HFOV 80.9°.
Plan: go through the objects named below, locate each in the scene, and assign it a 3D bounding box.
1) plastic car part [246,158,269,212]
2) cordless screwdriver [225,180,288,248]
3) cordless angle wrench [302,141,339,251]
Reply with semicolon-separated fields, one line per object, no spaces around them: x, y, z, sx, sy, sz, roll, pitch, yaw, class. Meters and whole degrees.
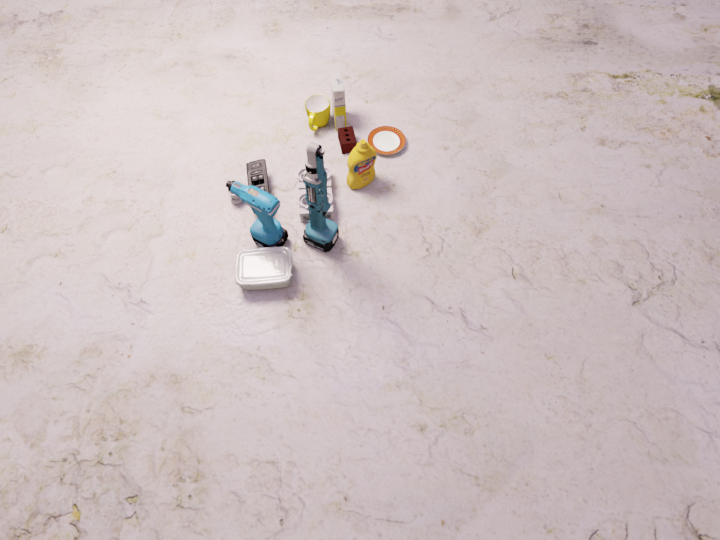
-0.323;-0.256;1.352;0.066;0.065;0.210;-10;62;-5;plastic car part
-0.290;-0.154;1.197;0.164;0.242;0.074;29;67;13;cordless screwdriver
-0.113;-0.185;1.108;0.100;0.412;0.074;25;66;10;cordless angle wrench
